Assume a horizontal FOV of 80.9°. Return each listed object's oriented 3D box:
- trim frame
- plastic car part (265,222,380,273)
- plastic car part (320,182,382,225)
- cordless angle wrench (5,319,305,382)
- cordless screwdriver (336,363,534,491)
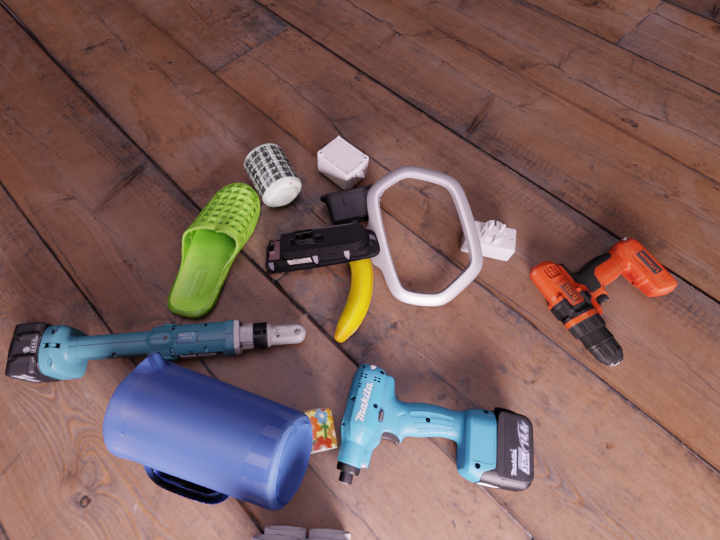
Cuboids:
[{"bbox_3d":[0.102,-0.063,0.724,0.185,0.027,0.251,-15,81,4],"label":"trim frame"},{"bbox_3d":[-0.070,-0.046,0.718,0.206,0.064,0.068,-5,54,10],"label":"plastic car part"},{"bbox_3d":[-0.010,-0.112,0.779,0.116,0.065,0.072,-14,78,-4],"label":"plastic car part"},{"bbox_3d":[-0.295,0.111,0.648,0.420,0.096,0.076,-4,67,-5],"label":"cordless angle wrench"},{"bbox_3d":[0.095,0.239,0.579,0.255,0.072,0.161,13,63,12],"label":"cordless screwdriver"}]
